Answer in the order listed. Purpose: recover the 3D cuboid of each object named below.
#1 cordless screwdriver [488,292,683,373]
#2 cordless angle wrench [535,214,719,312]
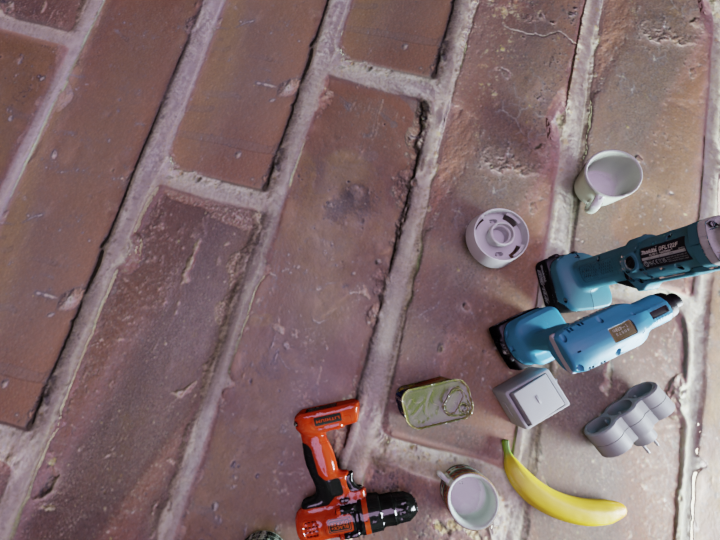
[{"bbox_3d":[0.296,0.083,0.592,0.158,0.246,0.075,-24,82,-7],"label":"cordless screwdriver"},{"bbox_3d":[0.360,-0.011,0.524,0.074,0.418,0.099,-8,81,-5],"label":"cordless angle wrench"}]
